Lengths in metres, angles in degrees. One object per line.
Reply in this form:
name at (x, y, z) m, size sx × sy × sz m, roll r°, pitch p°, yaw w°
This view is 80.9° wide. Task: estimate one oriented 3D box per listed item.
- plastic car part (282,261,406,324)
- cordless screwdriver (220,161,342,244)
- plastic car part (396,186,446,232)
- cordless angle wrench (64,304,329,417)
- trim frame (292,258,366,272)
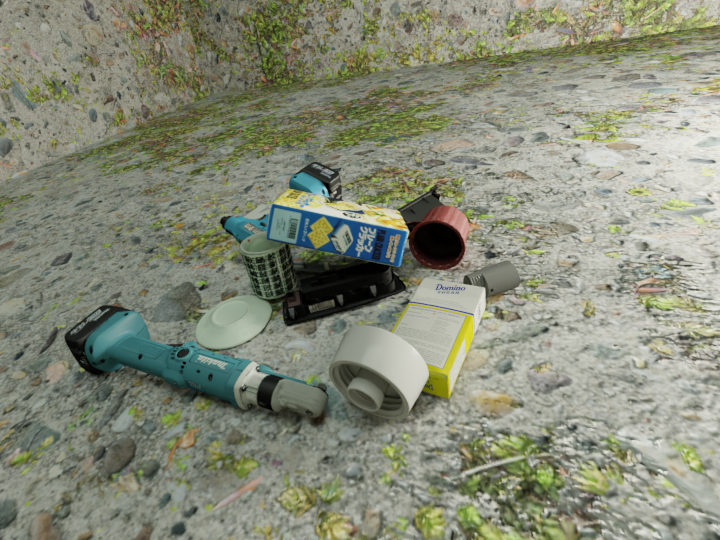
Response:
plastic car part at (-0.031, 0.026, 0.686) m, size 0.202 × 0.065 × 0.068 m, roll -11°, pitch 24°, yaw -2°
cordless screwdriver at (-0.161, -0.133, 0.880) m, size 0.167 × 0.071 × 0.246 m, roll 26°, pitch 57°, yaw 27°
plastic car part at (0.126, -0.102, 0.829) m, size 0.114 × 0.063 × 0.075 m, roll -32°, pitch 51°, yaw -22°
cordless angle wrench at (-0.240, 0.133, 0.592) m, size 0.441 × 0.072 × 0.097 m, roll 8°, pitch 37°, yaw 26°
trim frame at (-0.082, -0.054, 0.841) m, size 0.259 × 0.026 × 0.184 m, roll 6°, pitch 44°, yaw 25°
